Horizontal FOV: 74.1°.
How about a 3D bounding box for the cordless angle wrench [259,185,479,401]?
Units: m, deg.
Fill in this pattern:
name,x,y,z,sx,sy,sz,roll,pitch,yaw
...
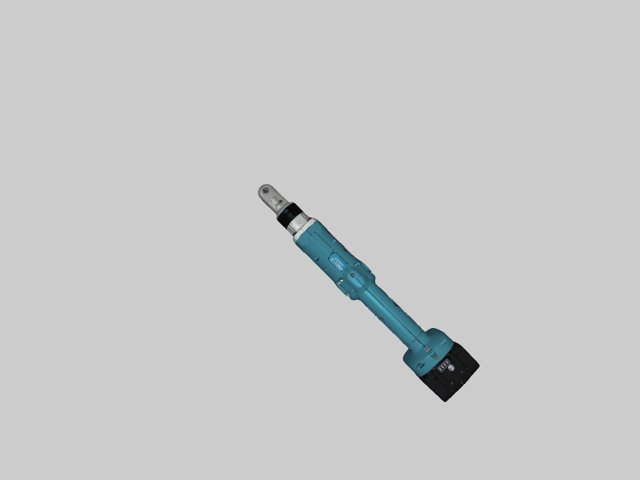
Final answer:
name,x,y,z,sx,sy,sz,roll,pitch,yaw
cordless angle wrench,0.053,0.061,0.656,0.423,0.074,0.098,44,-4,9
